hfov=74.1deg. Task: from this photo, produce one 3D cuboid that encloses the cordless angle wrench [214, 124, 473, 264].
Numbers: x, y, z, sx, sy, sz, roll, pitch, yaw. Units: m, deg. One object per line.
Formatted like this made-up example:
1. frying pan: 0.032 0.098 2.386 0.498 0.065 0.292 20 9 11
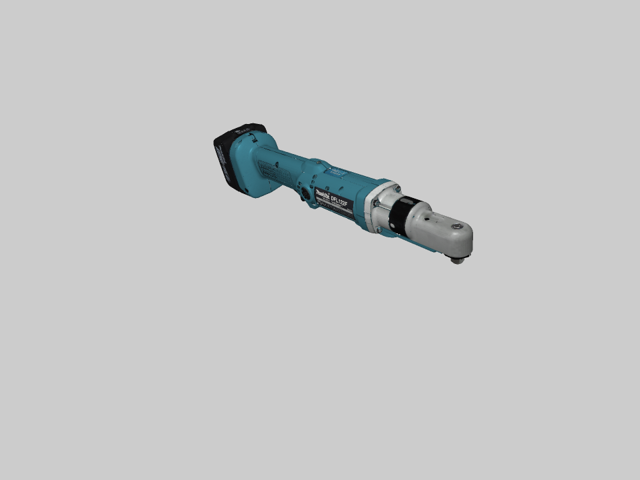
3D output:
1. cordless angle wrench: 0.001 -0.067 0.529 0.074 0.098 0.423 -32 38 -27
